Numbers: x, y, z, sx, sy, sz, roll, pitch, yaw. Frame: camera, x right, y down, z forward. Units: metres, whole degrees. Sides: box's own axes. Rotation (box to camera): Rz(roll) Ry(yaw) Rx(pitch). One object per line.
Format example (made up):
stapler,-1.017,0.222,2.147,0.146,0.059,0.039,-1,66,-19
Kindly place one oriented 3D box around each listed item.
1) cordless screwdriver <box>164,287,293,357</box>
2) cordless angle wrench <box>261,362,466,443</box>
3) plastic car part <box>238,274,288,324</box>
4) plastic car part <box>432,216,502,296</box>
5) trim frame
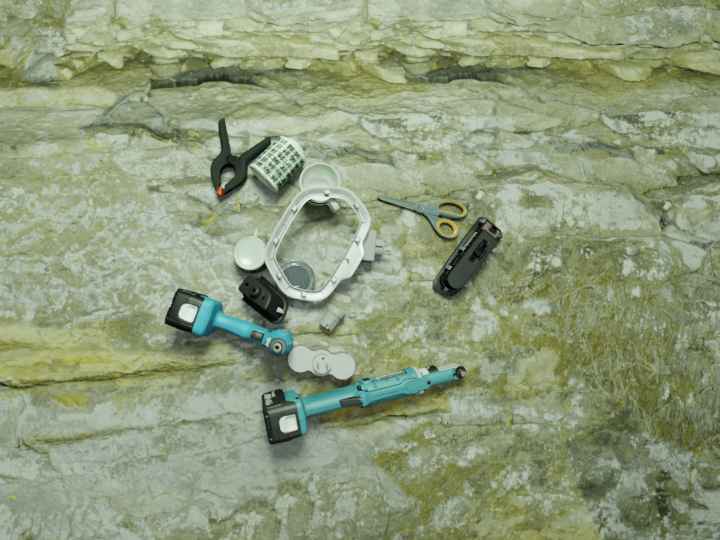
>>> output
cordless screwdriver,-0.250,0.108,0.817,0.249,0.159,0.074,19,83,-1
cordless angle wrench,0.015,0.248,0.857,0.417,0.100,0.074,-11,95,-10
plastic car part,-0.200,0.050,0.846,0.123,0.067,0.066,32,79,37
plastic car part,0.241,-0.026,0.921,0.065,0.068,0.202,41,84,-9
trim frame,-0.084,-0.055,0.857,0.180,0.028,0.248,31,90,-12
